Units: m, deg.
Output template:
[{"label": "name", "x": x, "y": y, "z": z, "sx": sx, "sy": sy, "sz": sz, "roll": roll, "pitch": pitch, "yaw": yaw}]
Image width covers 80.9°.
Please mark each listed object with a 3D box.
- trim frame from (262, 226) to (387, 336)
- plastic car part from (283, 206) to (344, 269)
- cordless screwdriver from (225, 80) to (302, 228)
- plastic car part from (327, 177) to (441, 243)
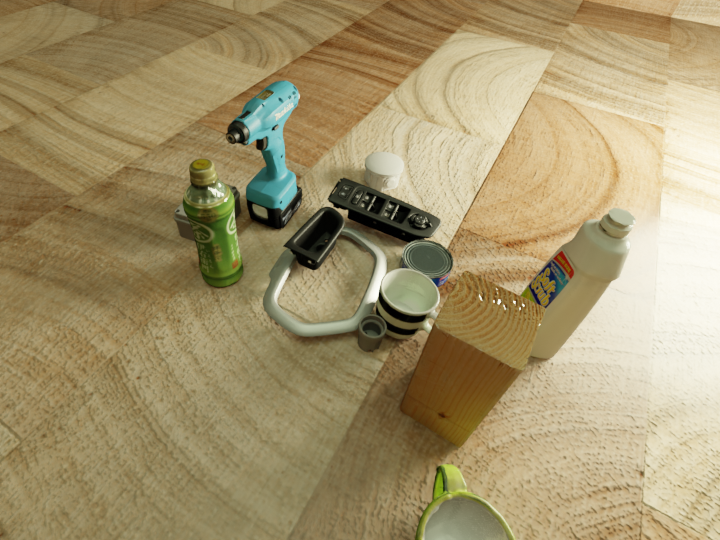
[{"label": "trim frame", "x": -0.057, "y": 0.009, "z": 0.696, "sx": 0.188, "sy": 0.027, "sz": 0.250, "roll": 15, "pitch": 49, "yaw": 10}, {"label": "plastic car part", "x": -0.070, "y": -0.046, "z": 0.717, "sx": 0.068, "sy": 0.069, "sz": 0.116, "roll": 25, "pitch": 51, "yaw": 16}, {"label": "cordless screwdriver", "x": -0.161, "y": -0.174, "z": 0.711, "sx": 0.076, "sy": 0.242, "sz": 0.159, "roll": 22, "pitch": 50, "yaw": 12}, {"label": "plastic car part", "x": 0.041, "y": -0.098, "z": 0.772, "sx": 0.209, "sy": 0.065, "sz": 0.066, "roll": 21, "pitch": 50, "yaw": 15}]
